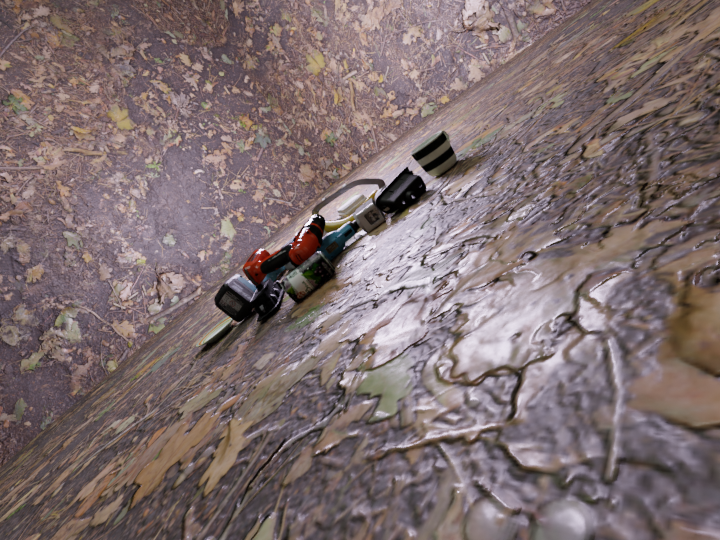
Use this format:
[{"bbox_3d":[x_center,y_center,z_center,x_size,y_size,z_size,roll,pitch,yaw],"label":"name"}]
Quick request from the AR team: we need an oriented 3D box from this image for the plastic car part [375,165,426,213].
[{"bbox_3d":[0.097,-0.167,0.919,0.116,0.063,0.074,-46,27,-18],"label":"plastic car part"}]

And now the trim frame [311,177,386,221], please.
[{"bbox_3d":[-0.038,-0.205,1.261,0.253,0.028,0.175,-31,-23,23],"label":"trim frame"}]

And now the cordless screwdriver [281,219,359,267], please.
[{"bbox_3d":[-0.105,-0.069,1.074,0.158,0.072,0.257,-41,18,-15],"label":"cordless screwdriver"}]

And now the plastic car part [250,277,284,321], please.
[{"bbox_3d":[-0.216,0.058,0.979,0.066,0.065,0.207,-31,16,1],"label":"plastic car part"}]

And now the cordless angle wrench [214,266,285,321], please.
[{"bbox_3d":[-0.274,0.010,1.224,0.074,0.098,0.422,-53,3,23],"label":"cordless angle wrench"}]
